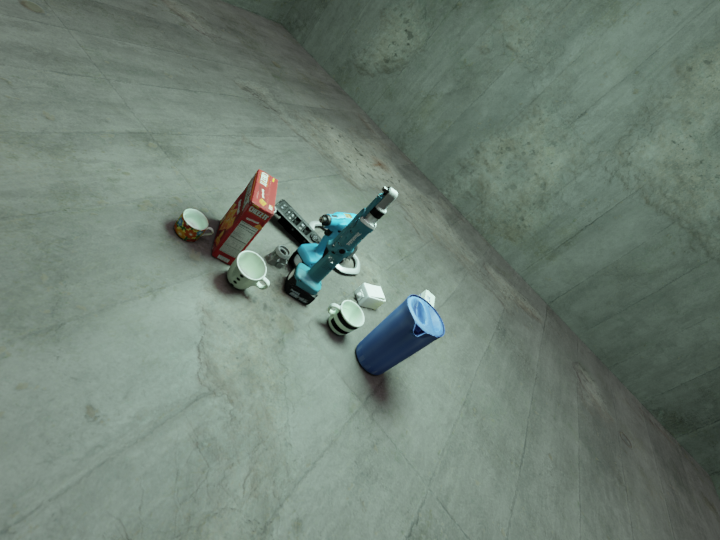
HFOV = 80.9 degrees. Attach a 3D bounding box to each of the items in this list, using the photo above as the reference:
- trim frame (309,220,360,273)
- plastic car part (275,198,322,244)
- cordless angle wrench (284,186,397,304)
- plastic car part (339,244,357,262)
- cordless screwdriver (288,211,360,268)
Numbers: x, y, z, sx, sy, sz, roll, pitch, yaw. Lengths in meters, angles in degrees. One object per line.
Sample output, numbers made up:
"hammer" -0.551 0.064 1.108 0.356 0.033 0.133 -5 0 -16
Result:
"trim frame" -0.093 -0.081 1.496 0.250 0.028 0.182 44 30 2
"plastic car part" -0.210 -0.138 1.390 0.202 0.067 0.066 42 30 -3
"cordless angle wrench" -0.051 -0.065 1.123 0.095 0.427 0.076 35 32 -19
"plastic car part" -0.060 -0.063 1.468 0.066 0.071 0.115 44 30 -2
"cordless screwdriver" -0.121 -0.079 1.235 0.152 0.251 0.077 -2 55 -52
